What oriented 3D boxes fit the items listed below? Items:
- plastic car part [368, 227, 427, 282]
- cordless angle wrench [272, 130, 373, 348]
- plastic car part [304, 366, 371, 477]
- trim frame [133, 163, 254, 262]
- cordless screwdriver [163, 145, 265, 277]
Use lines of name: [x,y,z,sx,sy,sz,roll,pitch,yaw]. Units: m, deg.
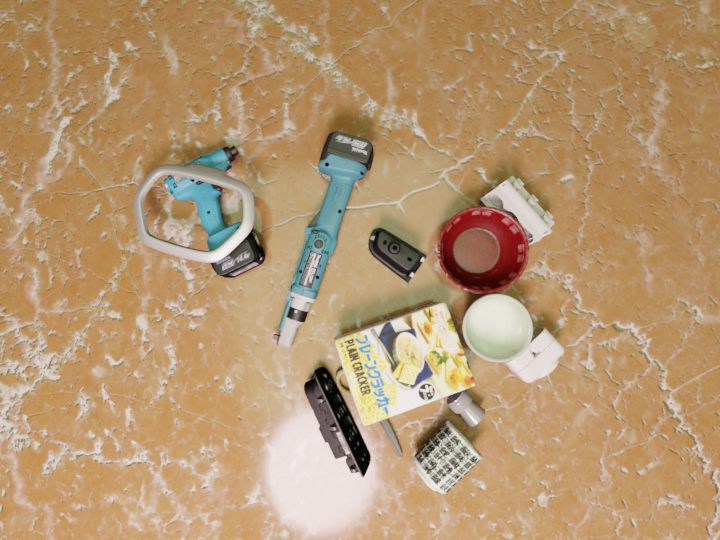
plastic car part: [0.067,-0.036,0.805,0.117,0.071,0.066,36,87,1]
cordless angle wrench: [-0.080,-0.052,0.818,0.099,0.074,0.423,18,89,3]
plastic car part: [-0.049,0.279,0.794,0.069,0.064,0.204,-25,85,26]
trim frame: [-0.316,-0.114,0.796,0.254,0.027,0.185,14,83,12]
cordless screwdriver: [-0.265,-0.119,0.834,0.159,0.073,0.253,-31,80,0]
